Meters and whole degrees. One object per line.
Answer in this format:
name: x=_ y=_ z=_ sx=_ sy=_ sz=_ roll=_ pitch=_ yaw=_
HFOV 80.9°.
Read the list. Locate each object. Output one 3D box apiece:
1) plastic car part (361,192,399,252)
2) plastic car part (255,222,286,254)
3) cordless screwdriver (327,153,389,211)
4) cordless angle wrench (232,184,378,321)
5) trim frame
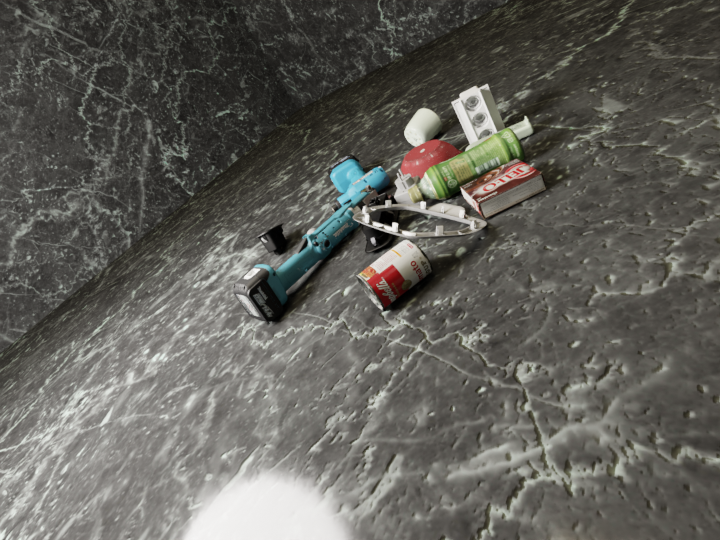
plastic car part: x=0.041 y=-0.113 z=0.890 sx=0.068 sy=0.064 sz=0.206 roll=-15 pitch=35 yaw=21
plastic car part: x=-0.228 y=-0.076 z=1.109 sx=0.067 sy=0.070 sz=0.117 roll=-29 pitch=11 yaw=11
cordless screwdriver: x=-0.033 y=-0.235 z=1.148 sx=0.159 sy=0.071 sz=0.259 roll=-35 pitch=28 yaw=-1
cordless angle wrench: x=-0.091 y=-0.059 z=0.927 sx=0.078 sy=0.094 sz=0.418 roll=1 pitch=39 yaw=51
trim frame: x=0.098 y=-0.096 z=0.752 sx=0.178 sy=0.027 sz=0.262 roll=-15 pitch=22 yaw=-30
